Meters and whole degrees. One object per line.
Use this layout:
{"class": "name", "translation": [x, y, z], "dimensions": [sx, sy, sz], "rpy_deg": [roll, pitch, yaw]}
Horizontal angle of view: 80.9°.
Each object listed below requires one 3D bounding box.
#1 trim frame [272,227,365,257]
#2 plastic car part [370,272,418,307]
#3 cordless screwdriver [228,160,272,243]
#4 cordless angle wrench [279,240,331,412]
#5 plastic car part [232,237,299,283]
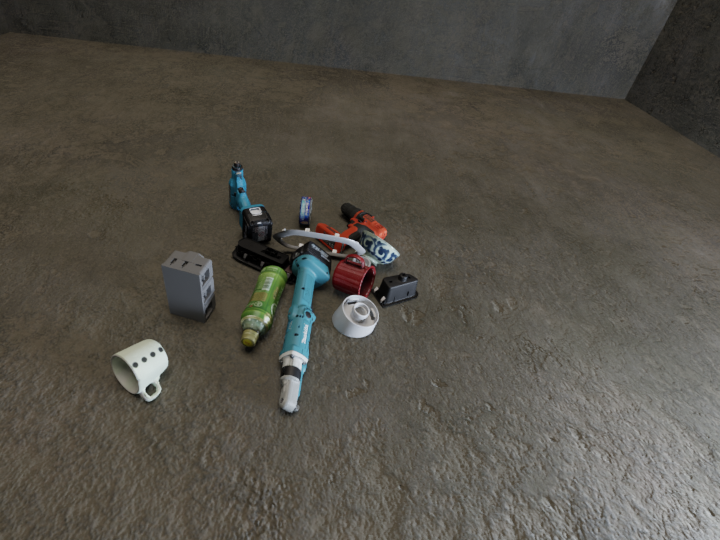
{"class": "trim frame", "translation": [-0.109, -0.071, 1.117], "dimensions": [0.247, 0.183, 0.028], "rpy_deg": [9, 75, -4]}
{"class": "plastic car part", "translation": [0.096, 0.039, 1.073], "dimensions": [0.113, 0.069, 0.069], "rpy_deg": [-14, 45, -21]}
{"class": "cordless screwdriver", "translation": [-0.331, -0.198, 1.232], "dimensions": [0.072, 0.155, 0.262], "rpy_deg": [-12, 45, -26]}
{"class": "cordless angle wrench", "translation": [-0.133, 0.109, 0.945], "dimensions": [0.093, 0.076, 0.434], "rpy_deg": [37, 35, -28]}
{"class": "plastic car part", "translation": [-0.254, -0.034, 1.121], "dimensions": [0.210, 0.065, 0.066], "rpy_deg": [20, 47, 19]}
